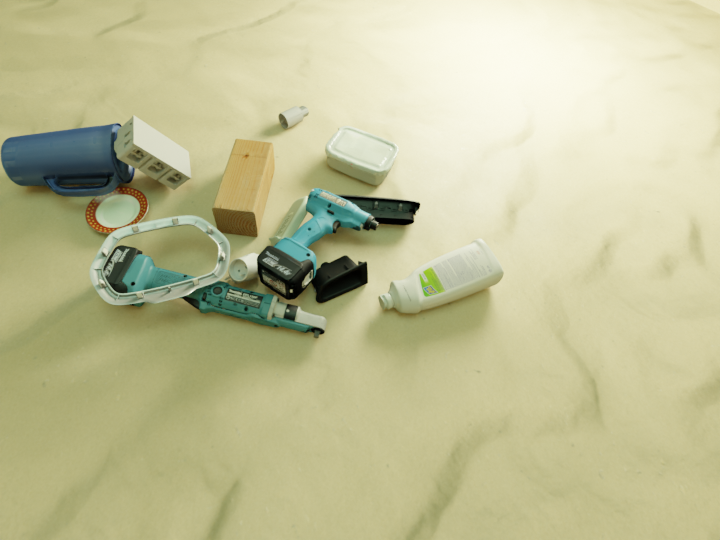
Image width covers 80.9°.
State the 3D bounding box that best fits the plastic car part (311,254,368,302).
[{"bbox_3d":[-0.051,0.008,0.850,0.115,0.063,0.075,-22,47,-14],"label":"plastic car part"}]

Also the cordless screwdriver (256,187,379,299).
[{"bbox_3d":[-0.081,-0.053,0.832,0.164,0.072,0.248,24,57,15],"label":"cordless screwdriver"}]

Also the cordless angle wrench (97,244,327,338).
[{"bbox_3d":[-0.270,0.052,0.798,0.425,0.073,0.099,14,57,2],"label":"cordless angle wrench"}]

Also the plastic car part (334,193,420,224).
[{"bbox_3d":[0.037,-0.132,0.942,0.201,0.065,0.069,-1,67,-5],"label":"plastic car part"}]

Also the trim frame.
[{"bbox_3d":[-0.366,-0.023,0.781,0.242,0.027,0.191,-13,61,-19],"label":"trim frame"}]
